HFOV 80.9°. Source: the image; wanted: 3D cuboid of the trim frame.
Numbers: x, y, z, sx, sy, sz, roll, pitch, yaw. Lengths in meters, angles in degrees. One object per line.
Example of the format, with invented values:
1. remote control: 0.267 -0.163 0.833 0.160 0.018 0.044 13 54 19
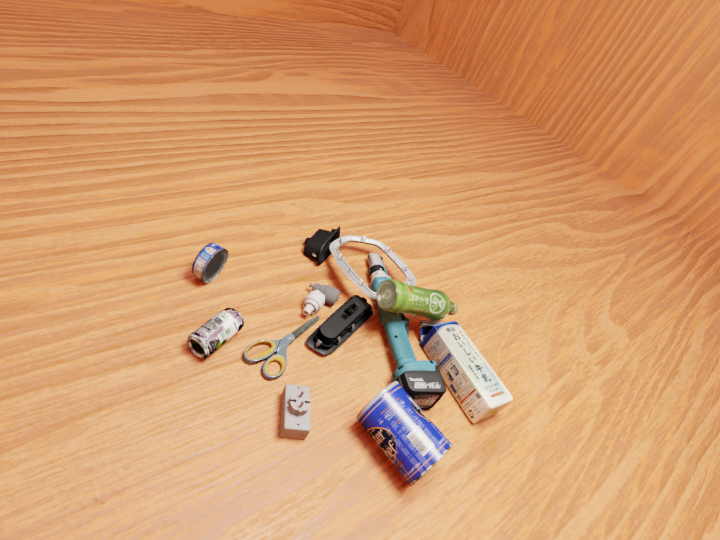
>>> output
1. trim frame: 0.028 -0.014 1.047 0.178 0.027 0.262 -14 47 -30

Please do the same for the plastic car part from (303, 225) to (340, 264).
1. plastic car part: -0.108 -0.071 1.108 0.074 0.064 0.115 21 42 21

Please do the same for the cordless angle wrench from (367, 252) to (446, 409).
1. cordless angle wrench: 0.075 0.106 0.981 0.095 0.073 0.441 5 41 -20

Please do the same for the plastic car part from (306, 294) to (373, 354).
1. plastic car part: -0.037 0.112 0.935 0.068 0.067 0.199 41 47 9
